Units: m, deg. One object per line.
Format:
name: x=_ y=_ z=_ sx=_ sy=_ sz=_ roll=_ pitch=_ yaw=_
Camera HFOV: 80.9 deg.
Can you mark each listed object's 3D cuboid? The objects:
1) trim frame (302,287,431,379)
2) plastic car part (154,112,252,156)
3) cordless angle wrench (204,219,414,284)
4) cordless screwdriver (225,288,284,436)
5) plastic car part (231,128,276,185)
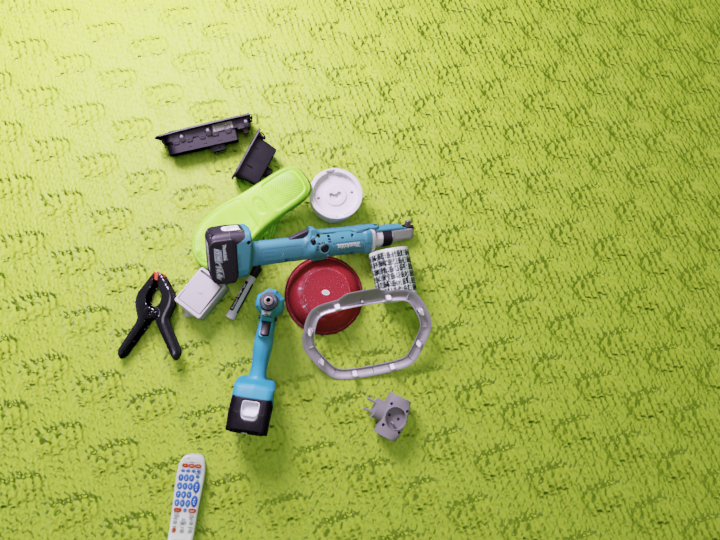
trim frame: x=0.013 y=0.120 z=0.798 sx=0.249 sy=0.028 sz=0.180 roll=-9 pitch=105 yaw=0
plastic car part: x=-0.324 y=-0.281 z=0.893 sx=0.200 sy=0.068 sz=0.066 roll=-12 pitch=106 yaw=-9
cordless angle wrench: x=-0.080 y=-0.052 z=0.821 sx=0.411 sy=0.078 sz=0.096 roll=-8 pitch=113 yaw=-21
cordless screwdriver: x=-0.178 y=0.156 z=0.746 sx=0.074 sy=0.159 sz=0.251 roll=10 pitch=79 yaw=-7
plastic car part: x=-0.216 y=-0.226 z=0.889 sx=0.069 sy=0.068 sz=0.117 roll=25 pitch=79 yaw=-16
